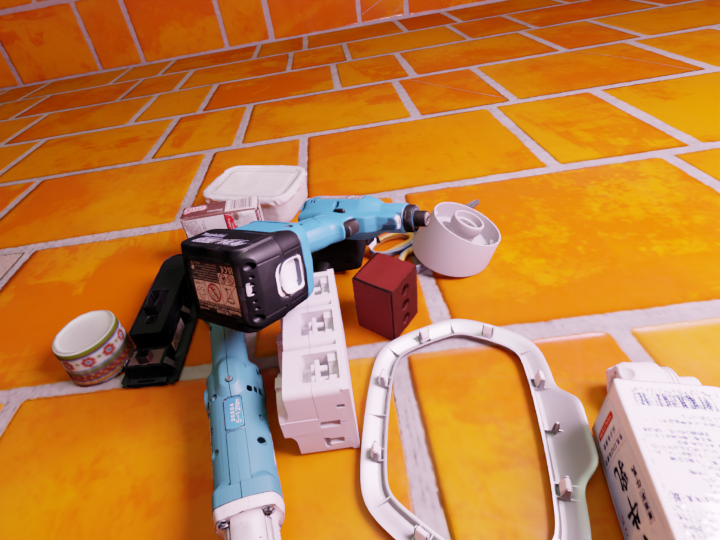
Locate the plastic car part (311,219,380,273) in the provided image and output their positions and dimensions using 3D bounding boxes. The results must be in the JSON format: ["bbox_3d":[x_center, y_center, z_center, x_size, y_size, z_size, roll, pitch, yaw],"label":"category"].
[{"bbox_3d":[-0.040,-0.024,0.572,0.120,0.062,0.073,-13,49,24],"label":"plastic car part"}]

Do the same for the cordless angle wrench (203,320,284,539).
[{"bbox_3d":[-0.117,0.117,0.396,0.073,0.094,0.444,-14,41,-12],"label":"cordless angle wrench"}]

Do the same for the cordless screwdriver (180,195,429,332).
[{"bbox_3d":[-0.042,-0.027,0.426,0.166,0.072,0.243,4,23,29],"label":"cordless screwdriver"}]

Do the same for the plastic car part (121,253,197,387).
[{"bbox_3d":[-0.247,0.047,0.537,0.067,0.064,0.209,-14,35,6],"label":"plastic car part"}]

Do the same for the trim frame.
[{"bbox_3d":[0.095,0.132,0.371,0.188,0.026,0.252,0,38,12],"label":"trim frame"}]
